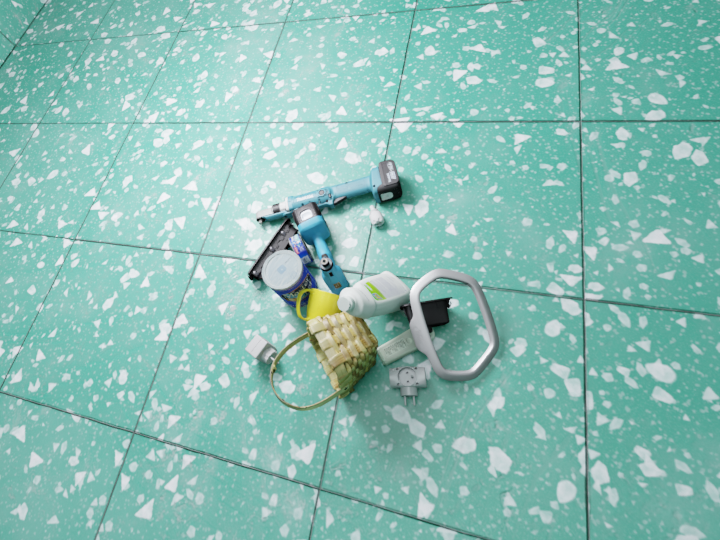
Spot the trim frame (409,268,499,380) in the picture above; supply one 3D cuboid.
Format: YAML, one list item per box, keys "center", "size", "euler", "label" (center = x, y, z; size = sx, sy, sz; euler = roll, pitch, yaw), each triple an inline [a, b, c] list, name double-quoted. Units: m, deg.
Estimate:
- center: [0.202, 0.117, 0.924]
  size: [0.182, 0.028, 0.250]
  euler: [-18, 86, -9]
  label: "trim frame"

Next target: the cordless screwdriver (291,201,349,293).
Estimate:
- center: [-0.106, -0.069, 1.080]
  size: [0.074, 0.152, 0.260]
  euler: [-25, 60, 0]
  label: "cordless screwdriver"

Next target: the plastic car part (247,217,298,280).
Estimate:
- center: [-0.233, -0.055, 1.162]
  size: [0.069, 0.064, 0.203]
  euler: [24, 73, 12]
  label: "plastic car part"

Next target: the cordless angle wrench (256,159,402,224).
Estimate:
- center: [-0.100, -0.205, 1.194]
  size: [0.430, 0.071, 0.101]
  euler: [-13, 63, 12]
  label: "cordless angle wrench"

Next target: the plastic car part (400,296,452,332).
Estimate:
- center: [0.151, 0.106, 0.956]
  size: [0.115, 0.065, 0.073]
  euler: [-11, 71, -11]
  label: "plastic car part"
